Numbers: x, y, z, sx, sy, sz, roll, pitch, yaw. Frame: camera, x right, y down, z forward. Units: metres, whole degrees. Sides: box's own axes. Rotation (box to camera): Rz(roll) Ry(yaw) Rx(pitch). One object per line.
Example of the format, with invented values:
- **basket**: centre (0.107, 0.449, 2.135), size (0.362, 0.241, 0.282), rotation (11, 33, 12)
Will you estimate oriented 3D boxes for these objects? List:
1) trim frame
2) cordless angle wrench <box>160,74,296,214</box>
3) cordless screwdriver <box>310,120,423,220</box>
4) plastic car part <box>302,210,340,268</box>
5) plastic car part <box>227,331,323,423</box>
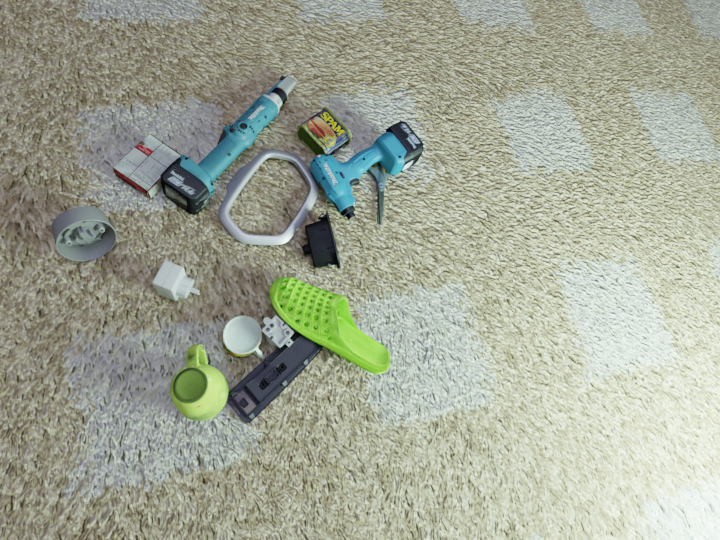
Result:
- **trim frame**: centre (-0.198, -0.161, 0.918), size (0.183, 0.027, 0.249), rotation (29, 67, -2)
- **cordless angle wrench**: centre (-0.265, -0.304, 0.937), size (0.098, 0.074, 0.422), rotation (33, 63, -2)
- **cordless screwdriver**: centre (0.027, -0.225, 0.953), size (0.246, 0.073, 0.163), rotation (-27, 77, -13)
- **plastic car part**: centre (-0.087, -0.057, 0.889), size (0.071, 0.065, 0.119), rotation (-10, 76, -3)
- **plastic car part**: centre (-0.152, 0.182, 0.778), size (0.068, 0.066, 0.200), rotation (43, 63, 11)
